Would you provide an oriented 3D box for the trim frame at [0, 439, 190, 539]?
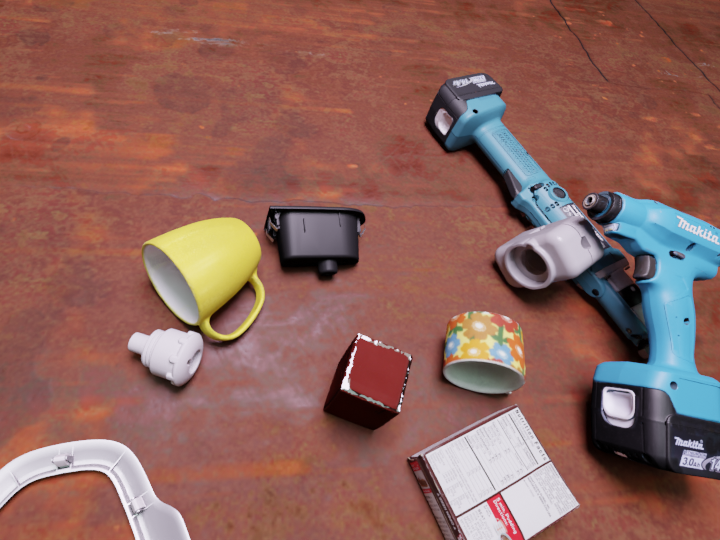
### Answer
[{"bbox_3d":[-0.200,0.243,0.282,0.180,0.027,0.259,-23,63,-23],"label":"trim frame"}]

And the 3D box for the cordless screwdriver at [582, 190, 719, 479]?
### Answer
[{"bbox_3d":[0.270,0.050,0.401,0.155,0.075,0.251,19,74,-13],"label":"cordless screwdriver"}]

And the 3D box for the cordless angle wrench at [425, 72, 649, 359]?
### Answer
[{"bbox_3d":[0.236,-0.084,0.543,0.096,0.073,0.439,-19,65,-22],"label":"cordless angle wrench"}]

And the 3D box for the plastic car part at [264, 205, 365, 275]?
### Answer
[{"bbox_3d":[-0.046,-0.030,0.468,0.114,0.066,0.072,2,74,-14],"label":"plastic car part"}]
